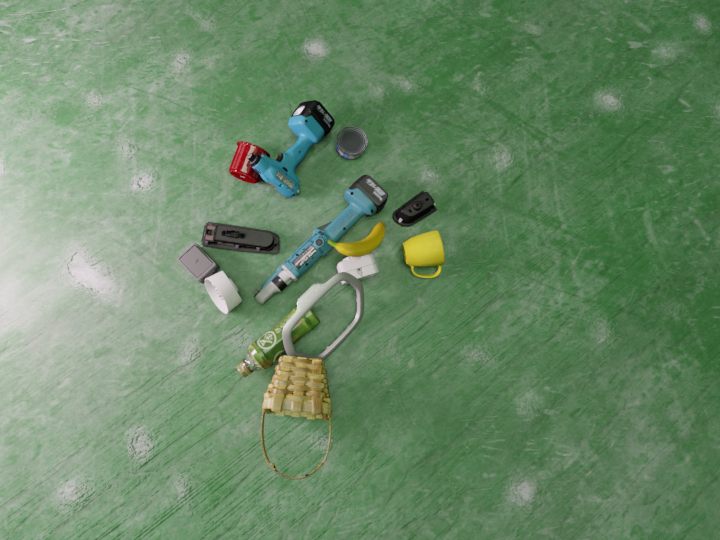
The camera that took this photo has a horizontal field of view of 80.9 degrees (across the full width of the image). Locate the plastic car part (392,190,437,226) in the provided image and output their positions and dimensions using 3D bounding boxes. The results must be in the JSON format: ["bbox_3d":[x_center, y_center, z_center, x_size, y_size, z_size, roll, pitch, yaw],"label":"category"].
[{"bbox_3d":[0.146,-0.164,1.105,0.115,0.070,0.067,-34,83,-13],"label":"plastic car part"}]

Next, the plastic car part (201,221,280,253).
[{"bbox_3d":[-0.303,-0.087,1.076,0.202,0.066,0.067,9,72,-4],"label":"plastic car part"}]

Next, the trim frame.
[{"bbox_3d":[-0.082,0.113,1.004,0.247,0.029,0.175,-44,126,-16],"label":"trim frame"}]

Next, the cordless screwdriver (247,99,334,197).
[{"bbox_3d":[-0.180,-0.330,1.091,0.150,0.078,0.249,36,75,-39],"label":"cordless screwdriver"}]

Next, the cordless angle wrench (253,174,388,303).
[{"bbox_3d":[-0.105,-0.069,1.076,0.099,0.074,0.421,45,82,5],"label":"cordless angle wrench"}]
